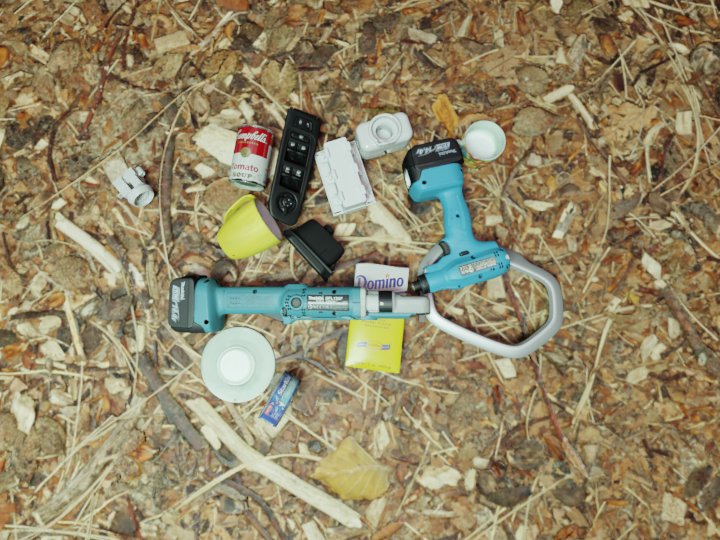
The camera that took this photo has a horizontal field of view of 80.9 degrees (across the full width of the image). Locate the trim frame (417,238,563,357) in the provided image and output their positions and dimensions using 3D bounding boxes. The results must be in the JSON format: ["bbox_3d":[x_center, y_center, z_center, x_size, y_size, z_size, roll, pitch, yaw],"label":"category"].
[{"bbox_3d":[0.218,0.040,0.722,0.254,0.027,0.185,21,79,11],"label":"trim frame"}]

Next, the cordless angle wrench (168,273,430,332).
[{"bbox_3d":[-0.102,0.055,0.697,0.429,0.073,0.098,-1,85,8],"label":"cordless angle wrench"}]

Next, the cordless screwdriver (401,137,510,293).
[{"bbox_3d":[0.131,-0.089,0.717,0.159,0.073,0.253,-18,78,-1],"label":"cordless screwdriver"}]

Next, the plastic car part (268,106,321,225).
[{"bbox_3d":[-0.128,-0.180,0.752,0.063,0.070,0.204,15,78,-36],"label":"plastic car part"}]

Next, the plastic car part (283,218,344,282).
[{"bbox_3d":[-0.073,-0.048,0.744,0.070,0.065,0.119,-38,81,-19],"label":"plastic car part"}]
